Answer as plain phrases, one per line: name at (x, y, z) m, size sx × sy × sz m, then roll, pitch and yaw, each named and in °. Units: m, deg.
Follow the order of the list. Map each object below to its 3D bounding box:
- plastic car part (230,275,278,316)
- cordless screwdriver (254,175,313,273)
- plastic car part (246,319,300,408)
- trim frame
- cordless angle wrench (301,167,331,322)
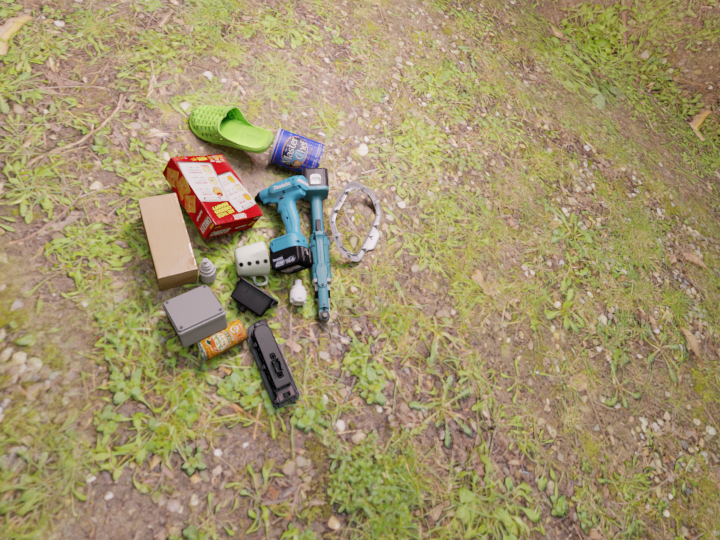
plastic car part at (-0.263, 0.072, 1.023) m, size 0.117 × 0.066 × 0.071 m, roll 30°, pitch 74°, yaw 0°
cordless screwdriver at (-0.206, -0.117, 1.107) m, size 0.070 × 0.164 × 0.253 m, roll 22°, pitch 58°, yaw -59°
plastic car part at (-0.205, 0.207, 0.971) m, size 0.065 × 0.066 × 0.209 m, roll -21°, pitch 70°, yaw -20°
trim frame at (-0.007, -0.142, 1.189) m, size 0.176 × 0.029 × 0.250 m, roll 50°, pitch 48°, yaw -29°
cordless angle wrench at (-0.110, -0.072, 1.129) m, size 0.074 × 0.096 × 0.433 m, roll -3°, pitch 70°, yaw -7°
